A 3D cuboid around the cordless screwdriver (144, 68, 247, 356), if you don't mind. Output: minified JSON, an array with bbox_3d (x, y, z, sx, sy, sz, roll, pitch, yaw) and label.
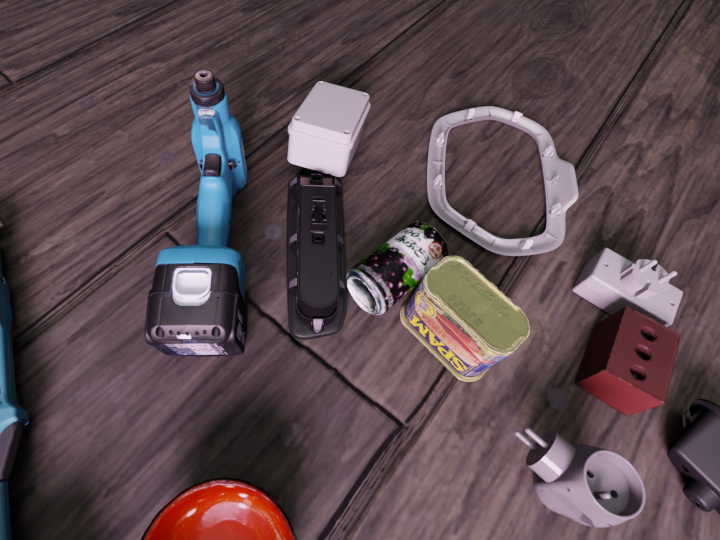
[{"bbox_3d":[-0.145,-0.052,0.401,0.074,0.156,0.256,0,62,-8],"label":"cordless screwdriver"}]

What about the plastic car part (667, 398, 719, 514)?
[{"bbox_3d":[0.314,0.179,0.356,0.070,0.063,0.121,-39,66,-9],"label":"plastic car part"}]

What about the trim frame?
[{"bbox_3d":[0.178,-0.127,0.539,0.185,0.027,0.253,10,58,1],"label":"trim frame"}]

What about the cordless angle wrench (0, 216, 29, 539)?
[{"bbox_3d":[-0.314,0.115,0.345,0.096,0.072,0.441,-21,61,-17],"label":"cordless angle wrench"}]

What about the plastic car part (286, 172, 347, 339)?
[{"bbox_3d":[-0.044,-0.029,0.451,0.065,0.066,0.208,4,62,-13],"label":"plastic car part"}]
